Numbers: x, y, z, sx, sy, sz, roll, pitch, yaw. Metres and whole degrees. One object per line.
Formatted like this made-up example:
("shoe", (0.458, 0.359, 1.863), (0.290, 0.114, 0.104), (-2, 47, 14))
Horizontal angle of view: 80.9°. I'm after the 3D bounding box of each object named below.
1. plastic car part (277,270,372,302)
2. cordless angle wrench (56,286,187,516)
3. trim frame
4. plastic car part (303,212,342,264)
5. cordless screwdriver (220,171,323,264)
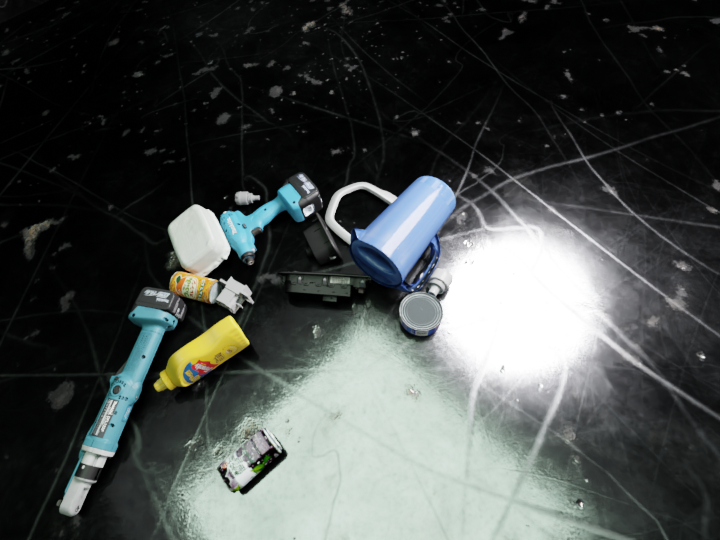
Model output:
("plastic car part", (-0.080, 0.033, 0.916), (0.207, 0.065, 0.067), (7, 85, 11))
("cordless angle wrench", (-0.468, 0.240, 0.834), (0.100, 0.071, 0.430), (6, 61, 11))
("trim frame", (0.028, -0.126, 1.018), (0.182, 0.026, 0.261), (-42, 60, -17))
("plastic car part", (-0.096, -0.063, 0.981), (0.071, 0.063, 0.121), (-27, 60, 7))
("cordless screwdriver", (-0.207, -0.124, 1.026), (0.247, 0.071, 0.167), (-30, 59, -6))
